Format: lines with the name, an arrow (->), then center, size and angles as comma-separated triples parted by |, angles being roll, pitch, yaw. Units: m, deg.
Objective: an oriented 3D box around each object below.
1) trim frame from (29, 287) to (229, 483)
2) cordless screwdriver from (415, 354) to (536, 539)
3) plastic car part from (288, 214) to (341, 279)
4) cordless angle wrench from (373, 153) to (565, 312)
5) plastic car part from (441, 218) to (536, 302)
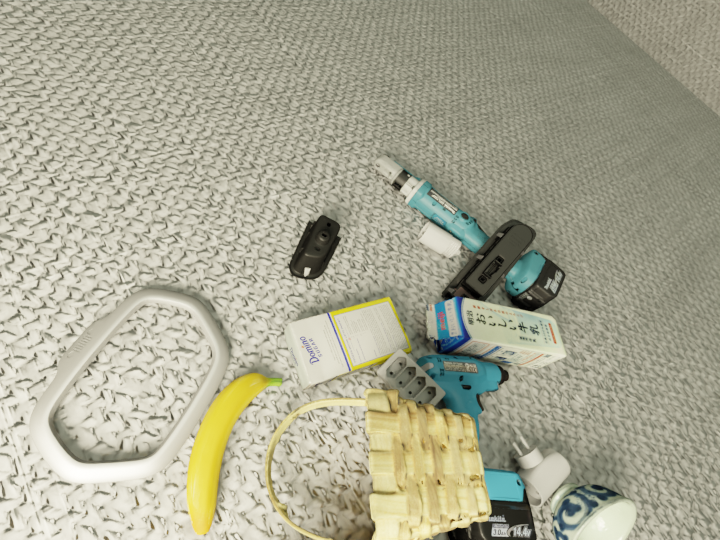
trim frame -> -0.274, 0.131, 0.525 | 0.183, 0.027, 0.250 | 28, 54, -4
cordless screwdriver -> 0.176, 0.245, 0.606 | 0.154, 0.074, 0.257 | 7, 53, -20
plastic car part -> -0.068, -0.044, 0.694 | 0.065, 0.071, 0.118 | 27, 50, -6
cordless angle wrench -> 0.194, -0.091, 0.834 | 0.430, 0.074, 0.097 | 40, 53, 9
plastic car part -> 0.234, -0.014, 0.745 | 0.068, 0.065, 0.202 | 40, 82, 14
